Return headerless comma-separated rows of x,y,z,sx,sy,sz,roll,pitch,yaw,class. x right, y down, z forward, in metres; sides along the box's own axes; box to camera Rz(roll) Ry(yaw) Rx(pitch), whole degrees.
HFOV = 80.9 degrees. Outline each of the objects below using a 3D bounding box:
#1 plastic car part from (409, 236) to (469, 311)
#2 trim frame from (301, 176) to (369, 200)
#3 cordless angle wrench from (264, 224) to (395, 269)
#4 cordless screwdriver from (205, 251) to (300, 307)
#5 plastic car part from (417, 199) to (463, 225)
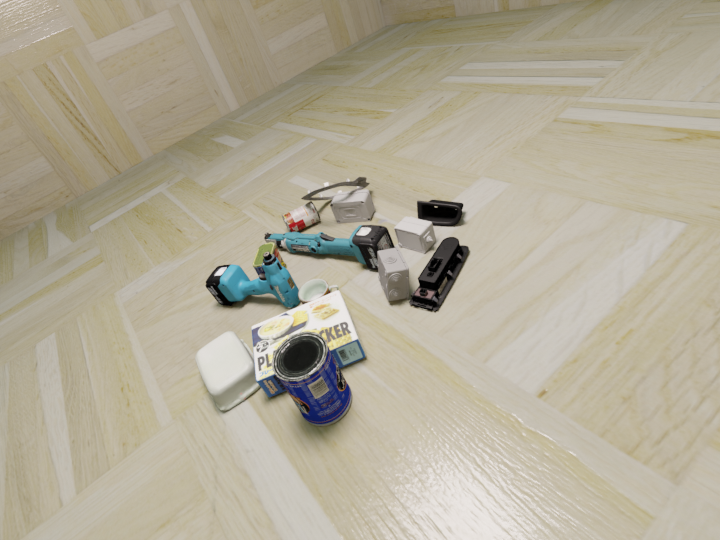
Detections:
0.173,-0.005,0.928,0.070,0.064,0.201,4,42,42,plastic car part
-0.071,-0.244,1.272,0.190,0.027,0.240,-13,1,29,trim frame
-0.112,-0.073,1.147,0.445,0.094,0.074,6,44,39,cordless angle wrench
-0.279,0.020,1.058,0.259,0.152,0.074,0,40,30,cordless screwdriver
0.214,-0.156,1.095,0.122,0.064,0.070,8,32,31,plastic car part
